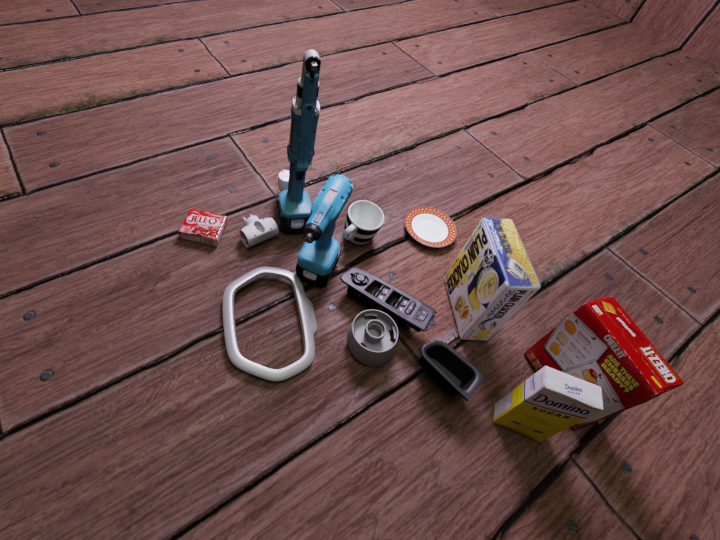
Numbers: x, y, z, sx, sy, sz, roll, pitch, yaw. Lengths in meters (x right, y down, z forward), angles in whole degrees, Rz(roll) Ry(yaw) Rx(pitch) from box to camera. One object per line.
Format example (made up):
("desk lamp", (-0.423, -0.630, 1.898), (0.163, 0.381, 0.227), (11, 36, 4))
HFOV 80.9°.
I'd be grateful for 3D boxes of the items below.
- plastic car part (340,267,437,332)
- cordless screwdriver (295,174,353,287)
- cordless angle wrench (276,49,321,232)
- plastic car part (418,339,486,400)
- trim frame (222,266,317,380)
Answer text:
("plastic car part", (0.050, 0.062, 0.876), (0.209, 0.066, 0.066), (32, 54, 15))
("cordless screwdriver", (-0.081, -0.053, 0.830), (0.075, 0.244, 0.160), (23, 53, 3))
("cordless angle wrench", (-0.121, -0.241, 0.859), (0.073, 0.415, 0.102), (-3, 56, -16))
("plastic car part", (0.159, 0.188, 0.794), (0.121, 0.069, 0.065), (40, 56, 19))
("trim frame", (-0.178, 0.098, 0.838), (0.180, 0.027, 0.259), (-8, 55, -14))
